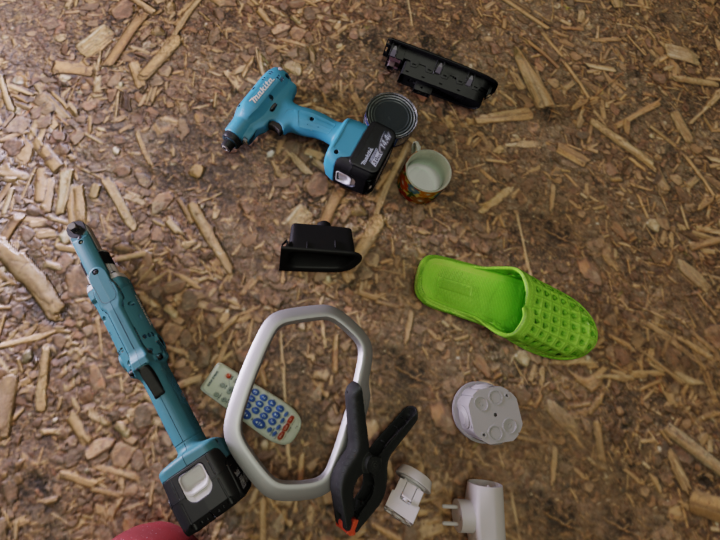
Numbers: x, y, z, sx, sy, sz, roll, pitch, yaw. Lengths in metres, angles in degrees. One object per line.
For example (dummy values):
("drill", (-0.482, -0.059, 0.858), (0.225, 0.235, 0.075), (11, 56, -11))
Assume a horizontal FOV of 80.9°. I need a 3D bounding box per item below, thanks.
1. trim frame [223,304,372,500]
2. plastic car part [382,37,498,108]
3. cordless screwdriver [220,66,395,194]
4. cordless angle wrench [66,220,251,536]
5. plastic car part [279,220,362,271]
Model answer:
("trim frame", (-0.071, 0.162, 0.554), (0.181, 0.028, 0.251), (22, 63, -10))
("plastic car part", (0.131, -0.325, 0.713), (0.203, 0.066, 0.067), (17, 84, 0))
("cordless screwdriver", (-0.083, -0.200, 0.656), (0.253, 0.073, 0.159), (31, 74, 8))
("cordless angle wrench", (-0.282, 0.107, 0.547), (0.073, 0.096, 0.434), (-32, 75, -14))
("plastic car part", (-0.061, -0.040, 0.621), (0.115, 0.065, 0.073), (0, 61, -9))
